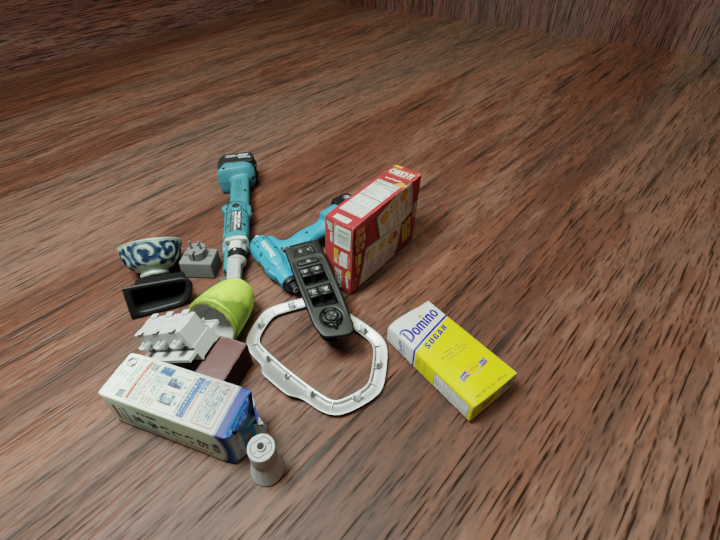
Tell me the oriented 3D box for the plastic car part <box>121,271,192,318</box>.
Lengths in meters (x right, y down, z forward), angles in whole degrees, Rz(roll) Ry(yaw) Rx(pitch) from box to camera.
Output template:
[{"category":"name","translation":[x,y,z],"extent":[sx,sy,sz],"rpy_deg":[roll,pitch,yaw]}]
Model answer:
[{"category":"plastic car part","translation":[-0.374,0.034,0.790],"extent":[0.114,0.064,0.074],"rpy_deg":[-15,29,-17]}]

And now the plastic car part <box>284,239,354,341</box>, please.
[{"category":"plastic car part","translation":[-0.073,0.039,0.714],"extent":[0.064,0.065,0.213],"rpy_deg":[-10,46,-21]}]

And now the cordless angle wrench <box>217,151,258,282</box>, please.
[{"category":"cordless angle wrench","translation":[-0.276,-0.125,0.947],"extent":[0.097,0.072,0.441],"rpy_deg":[-9,45,-7]}]

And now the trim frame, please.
[{"category":"trim frame","translation":[-0.072,0.125,0.684],"extent":[0.261,0.026,0.181],"rpy_deg":[30,53,30]}]

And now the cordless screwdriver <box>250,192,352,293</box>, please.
[{"category":"cordless screwdriver","translation":[-0.083,-0.054,0.850],"extent":[0.244,0.071,0.168],"rpy_deg":[-29,48,-20]}]
